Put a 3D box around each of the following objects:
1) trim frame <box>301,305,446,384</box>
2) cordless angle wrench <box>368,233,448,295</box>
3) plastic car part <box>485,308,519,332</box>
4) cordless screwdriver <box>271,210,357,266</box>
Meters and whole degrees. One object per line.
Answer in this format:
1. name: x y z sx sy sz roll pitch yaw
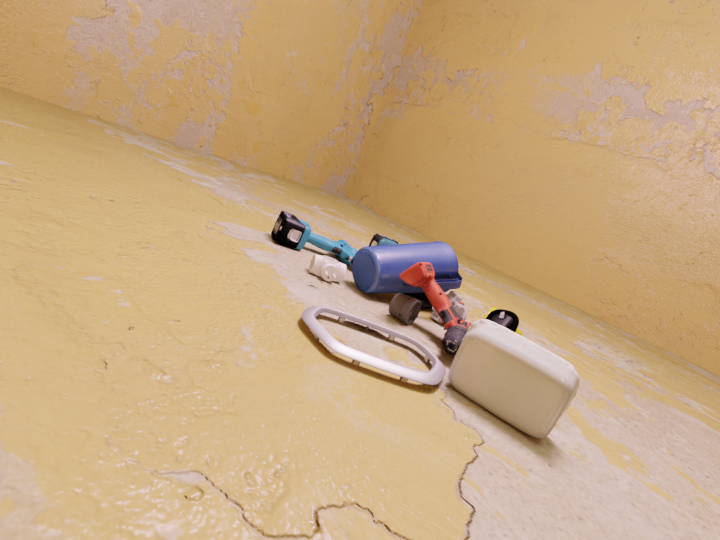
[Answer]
1. trim frame: 0.021 0.116 0.674 0.245 0.027 0.188 18 14 -9
2. cordless angle wrench: 0.153 -0.007 1.334 0.094 0.074 0.444 16 16 -29
3. plastic car part: 0.257 0.135 0.829 0.069 0.114 0.069 29 36 29
4. cordless screwdriver: -0.112 -0.073 1.148 0.238 0.074 0.166 21 11 -25
